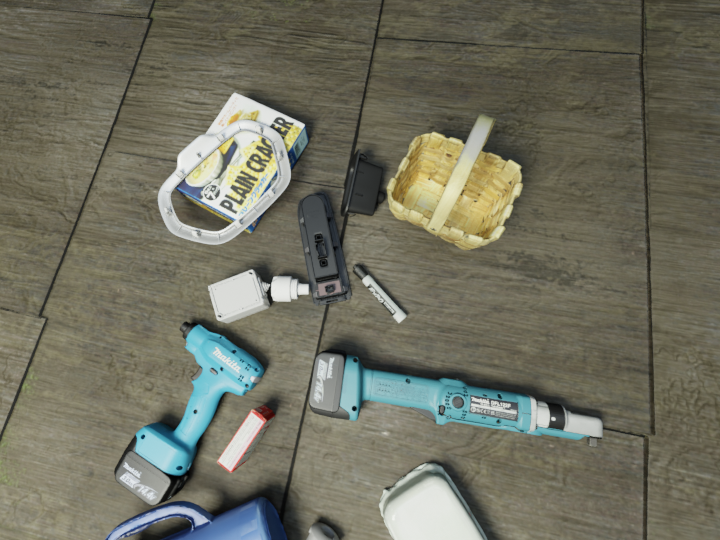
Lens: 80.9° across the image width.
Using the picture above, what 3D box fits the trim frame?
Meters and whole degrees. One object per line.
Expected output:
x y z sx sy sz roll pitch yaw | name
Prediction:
-0.232 -0.155 0.719 0.248 0.027 0.190 -44 74 -5 | trim frame

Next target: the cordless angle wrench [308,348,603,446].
0.138 0.196 0.632 0.427 0.073 0.099 8 76 6 | cordless angle wrench

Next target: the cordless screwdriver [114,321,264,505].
-0.284 0.214 0.669 0.163 0.072 0.248 31 76 12 | cordless screwdriver

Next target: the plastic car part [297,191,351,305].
-0.071 -0.046 0.726 0.067 0.065 0.208 -14 71 7 | plastic car part

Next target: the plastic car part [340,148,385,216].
0.008 -0.143 0.747 0.070 0.066 0.117 10 79 -9 | plastic car part
